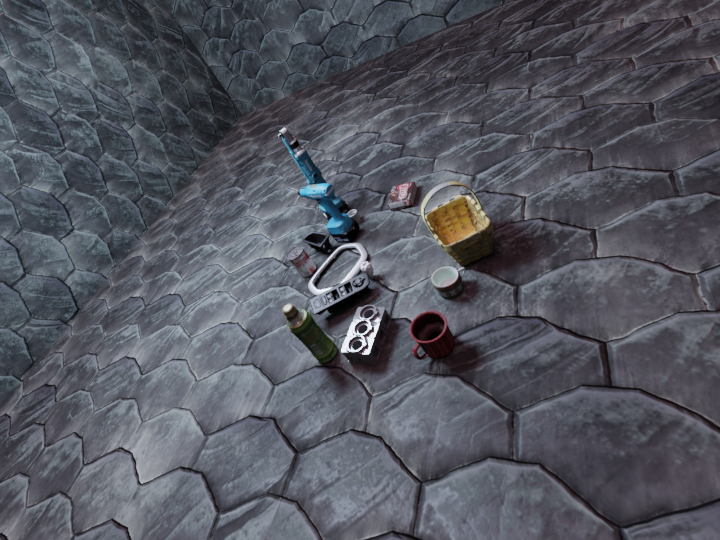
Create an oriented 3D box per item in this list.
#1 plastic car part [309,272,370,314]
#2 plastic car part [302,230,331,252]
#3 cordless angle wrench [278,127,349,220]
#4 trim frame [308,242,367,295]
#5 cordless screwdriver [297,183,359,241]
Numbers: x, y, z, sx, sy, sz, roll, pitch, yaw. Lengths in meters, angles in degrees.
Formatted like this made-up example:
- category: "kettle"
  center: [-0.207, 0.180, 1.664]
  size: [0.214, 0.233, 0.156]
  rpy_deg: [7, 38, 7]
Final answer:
- category: "plastic car part"
  center: [-0.054, 0.081, 1.309]
  size: [0.204, 0.064, 0.069]
  rpy_deg: [-31, 36, 6]
- category: "plastic car part"
  center: [-0.155, -0.101, 1.582]
  size: [0.123, 0.067, 0.066]
  rpy_deg: [14, 58, 46]
- category: "cordless angle wrench"
  center: [-0.183, -0.365, 1.611]
  size: [0.097, 0.402, 0.078]
  rpy_deg: [-40, 35, -8]
- category: "trim frame"
  center: [-0.078, -0.006, 1.454]
  size: [0.194, 0.026, 0.247]
  rpy_deg: [13, 58, 45]
- category: "cordless screwdriver"
  center: [-0.119, -0.212, 1.534]
  size: [0.167, 0.236, 0.074]
  rpy_deg: [6, 51, 43]
